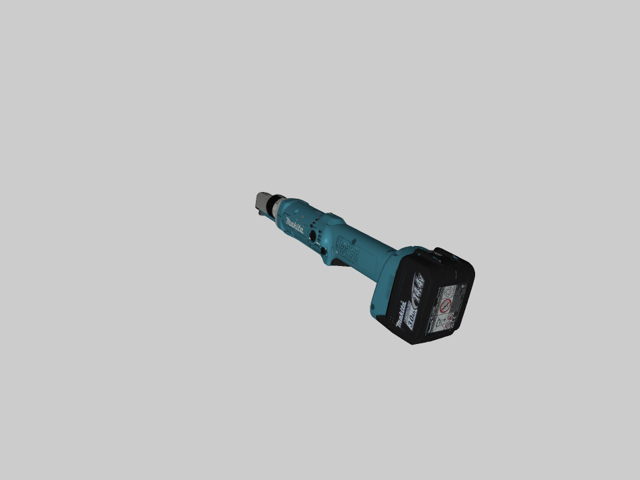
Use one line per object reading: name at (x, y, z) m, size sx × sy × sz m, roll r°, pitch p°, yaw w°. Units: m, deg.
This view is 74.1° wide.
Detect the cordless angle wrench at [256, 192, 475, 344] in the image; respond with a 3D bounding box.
cordless angle wrench at (0.011, -0.003, 0.592) m, size 0.074 × 0.098 × 0.423 m, roll -2°, pitch 21°, yaw -36°
